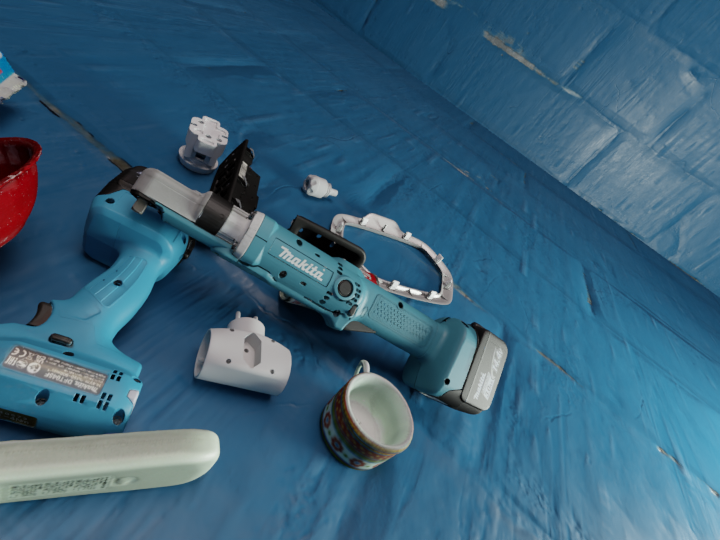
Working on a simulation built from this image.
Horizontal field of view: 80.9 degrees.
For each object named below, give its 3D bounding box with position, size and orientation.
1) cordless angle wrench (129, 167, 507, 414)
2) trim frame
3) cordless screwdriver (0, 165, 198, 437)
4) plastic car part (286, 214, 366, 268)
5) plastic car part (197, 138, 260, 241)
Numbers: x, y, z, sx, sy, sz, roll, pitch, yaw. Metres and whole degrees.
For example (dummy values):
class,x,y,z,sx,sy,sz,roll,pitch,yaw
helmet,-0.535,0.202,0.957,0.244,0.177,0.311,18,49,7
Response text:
class,x,y,z,sx,sy,sz,roll,pitch,yaw
cordless angle wrench,-0.027,0.020,0.432,0.408,0.077,0.098,32,74,-19
trim frame,0.059,-0.025,0.696,0.238,0.027,0.192,14,37,-26
cordless screwdriver,-0.233,0.002,0.357,0.154,0.074,0.256,23,38,-19
plastic car part,-0.057,-0.037,0.584,0.111,0.066,0.074,22,21,-26
plastic car part,-0.169,-0.095,0.558,0.064,0.067,0.209,49,22,-31
